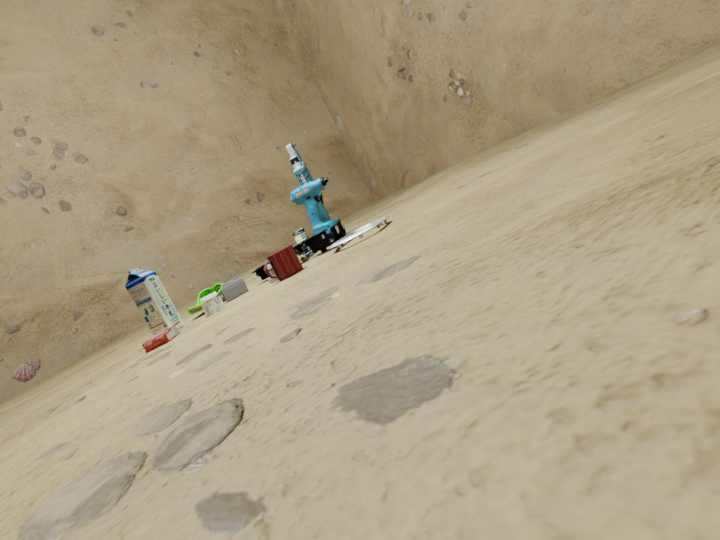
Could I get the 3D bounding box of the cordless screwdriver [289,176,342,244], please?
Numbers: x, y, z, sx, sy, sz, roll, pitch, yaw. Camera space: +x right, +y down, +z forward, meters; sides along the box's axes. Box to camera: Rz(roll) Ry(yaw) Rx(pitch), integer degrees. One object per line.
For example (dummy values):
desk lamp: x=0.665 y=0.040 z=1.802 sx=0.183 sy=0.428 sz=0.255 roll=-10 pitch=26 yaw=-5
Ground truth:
cordless screwdriver: x=-0.145 y=-0.218 z=1.586 sx=0.162 sy=0.247 sz=0.073 roll=-25 pitch=4 yaw=21

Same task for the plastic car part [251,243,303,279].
plastic car part: x=-0.281 y=-0.023 z=1.462 sx=0.206 sy=0.066 sz=0.066 roll=-25 pitch=6 yaw=13

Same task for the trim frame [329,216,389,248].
trim frame: x=-0.002 y=-0.114 z=1.295 sx=0.189 sy=0.027 sz=0.245 roll=-23 pitch=10 yaw=25

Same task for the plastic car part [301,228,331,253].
plastic car part: x=-0.139 y=-0.091 z=1.422 sx=0.064 sy=0.070 sz=0.120 roll=-30 pitch=8 yaw=-29

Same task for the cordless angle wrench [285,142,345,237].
cordless angle wrench: x=-0.191 y=-0.308 z=1.678 sx=0.099 sy=0.420 sz=0.074 roll=-26 pitch=4 yaw=10
